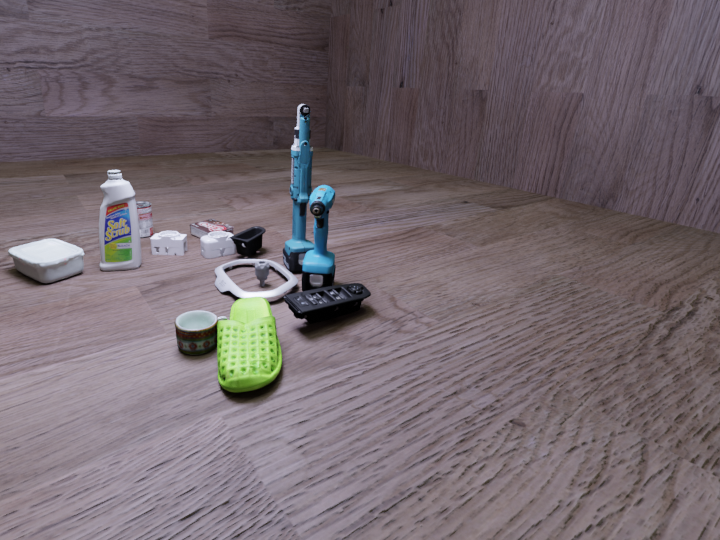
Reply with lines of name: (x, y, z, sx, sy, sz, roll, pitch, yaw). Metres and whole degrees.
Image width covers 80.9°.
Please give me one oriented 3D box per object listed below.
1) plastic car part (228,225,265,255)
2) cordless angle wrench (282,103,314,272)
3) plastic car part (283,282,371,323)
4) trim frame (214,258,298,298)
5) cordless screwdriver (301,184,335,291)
plastic car part: (-0.314, -0.078, 1.210, 0.069, 0.069, 0.114, 13, 24, 22)
cordless angle wrench: (-0.152, -0.204, 1.081, 0.072, 0.415, 0.103, -4, 22, -21)
plastic car part: (-0.061, 0.071, 0.888, 0.195, 0.066, 0.070, -15, 28, -36)
trim frame: (-0.263, 0.018, 1.043, 0.177, 0.027, 0.263, -12, 27, -31)
cordless screwdriver: (-0.095, -0.062, 0.971, 0.075, 0.244, 0.161, 5, 21, 1)
